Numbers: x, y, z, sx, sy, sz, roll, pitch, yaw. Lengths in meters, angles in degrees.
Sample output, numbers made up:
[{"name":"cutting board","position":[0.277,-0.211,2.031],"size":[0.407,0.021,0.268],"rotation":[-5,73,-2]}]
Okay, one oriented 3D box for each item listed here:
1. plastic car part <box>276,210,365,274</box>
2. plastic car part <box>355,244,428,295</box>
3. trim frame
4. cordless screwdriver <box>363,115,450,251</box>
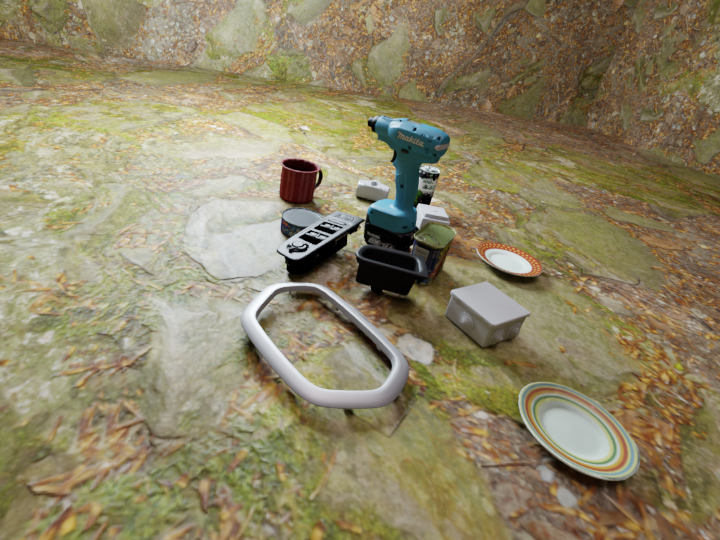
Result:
[{"name":"plastic car part","position":[-0.073,-0.048,0.751],"size":[0.069,0.066,0.198],"rotation":[26,33,22]},{"name":"plastic car part","position":[0.042,0.006,0.694],"size":[0.117,0.069,0.067],"rotation":[11,30,-1]},{"name":"trim frame","position":[-0.050,0.090,0.567],"size":[0.177,0.027,0.263],"rotation":[-18,41,-39]},{"name":"cordless screwdriver","position":[0.061,-0.167,0.815],"size":[0.167,0.244,0.072],"rotation":[30,33,28]}]
